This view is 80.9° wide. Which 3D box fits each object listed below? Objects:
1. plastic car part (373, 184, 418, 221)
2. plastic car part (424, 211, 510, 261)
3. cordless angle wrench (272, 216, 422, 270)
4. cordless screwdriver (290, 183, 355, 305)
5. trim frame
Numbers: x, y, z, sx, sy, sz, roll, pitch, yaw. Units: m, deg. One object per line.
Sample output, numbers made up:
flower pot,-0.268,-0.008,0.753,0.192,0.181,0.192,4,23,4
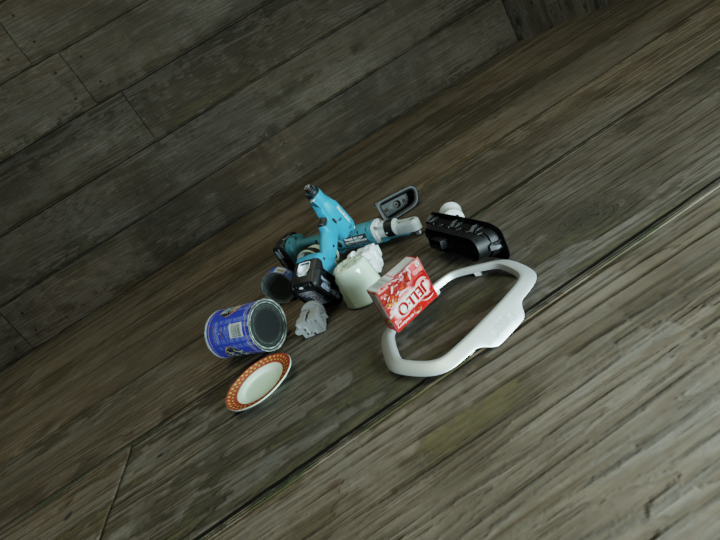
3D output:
plastic car part,0.096,-0.176,1.127,0.116,0.066,0.072,-30,4,-6
plastic car part,0.167,-0.057,0.727,0.065,0.065,0.212,-18,18,-21
cordless angle wrench,-0.042,-0.077,1.054,0.440,0.094,0.074,-10,31,39
cordless screwdriver,-0.088,-0.057,0.899,0.077,0.151,0.253,-17,46,32
trim frame,0.133,0.061,0.593,0.245,0.027,0.192,-38,21,-21
